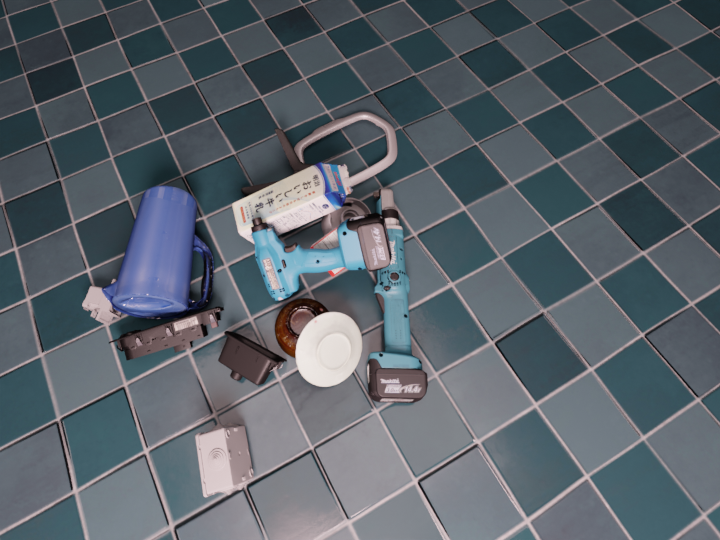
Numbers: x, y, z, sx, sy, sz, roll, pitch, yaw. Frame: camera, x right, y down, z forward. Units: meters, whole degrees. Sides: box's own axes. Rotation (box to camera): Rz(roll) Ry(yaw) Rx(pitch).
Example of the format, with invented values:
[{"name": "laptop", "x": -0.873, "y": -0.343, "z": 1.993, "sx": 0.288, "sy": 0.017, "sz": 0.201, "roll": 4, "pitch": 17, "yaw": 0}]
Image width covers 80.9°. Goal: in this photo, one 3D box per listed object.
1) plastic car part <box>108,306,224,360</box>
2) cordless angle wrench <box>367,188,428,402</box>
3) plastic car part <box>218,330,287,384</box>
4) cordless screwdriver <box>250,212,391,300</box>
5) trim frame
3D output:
[{"name": "plastic car part", "x": -0.349, "y": 0.118, "z": 0.776, "sx": 0.201, "sy": 0.067, "sz": 0.067, "roll": -13, "pitch": 94, "yaw": -6}, {"name": "cordless angle wrench", "x": 0.059, "y": 0.023, "z": 0.801, "sx": 0.098, "sy": 0.072, "sz": 0.433, "roll": -1, "pitch": 64, "yaw": -1}, {"name": "plastic car part", "x": -0.201, "y": 0.163, "z": 0.753, "sx": 0.120, "sy": 0.064, "sz": 0.071, "roll": 22, "pitch": 83, "yaw": 13}, {"name": "cordless screwdriver", "x": -0.075, "y": -0.049, "z": 0.772, "sx": 0.253, "sy": 0.074, "sz": 0.157, "roll": -15, "pitch": 100, "yaw": 13}, {"name": "trim frame", "x": -0.032, "y": -0.274, "z": 0.958, "sx": 0.246, "sy": 0.027, "sz": 0.190, "roll": -31, "pitch": 70, "yaw": -10}]
